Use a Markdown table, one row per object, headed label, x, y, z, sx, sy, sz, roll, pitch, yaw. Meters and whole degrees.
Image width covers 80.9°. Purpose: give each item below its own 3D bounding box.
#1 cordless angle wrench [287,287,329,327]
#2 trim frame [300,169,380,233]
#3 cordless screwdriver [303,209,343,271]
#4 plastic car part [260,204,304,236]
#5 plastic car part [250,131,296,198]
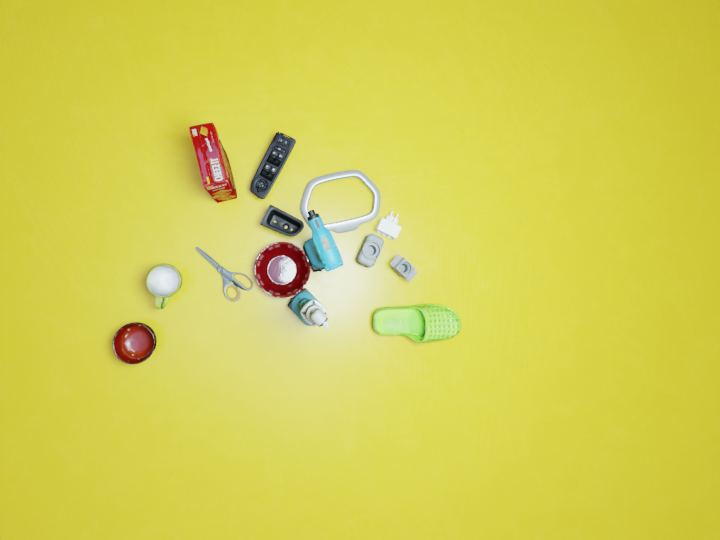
| label | x | y | z | sx | sy | sz | roll | pitch | yaw |
| --- | --- | --- | --- | --- | --- | --- | --- | --- | --- |
| cordless angle wrench | -0.123 | 0.100 | 1.049 | 0.074 | 0.427 | 0.097 | -45 | 96 | -9 |
| trim frame | -0.060 | -0.207 | 1.285 | 0.246 | 0.027 | 0.185 | -14 | 86 | -7 |
| cordless screwdriver | -0.113 | -0.074 | 1.155 | 0.073 | 0.251 | 0.159 | -23 | 91 | -10 |
| plastic car part | -0.226 | -0.135 | 1.240 | 0.116 | 0.071 | 0.066 | 26 | 83 | -4 |
| plastic car part | -0.264 | -0.306 | 1.255 | 0.066 | 0.067 | 0.203 | 26 | 83 | -6 |
